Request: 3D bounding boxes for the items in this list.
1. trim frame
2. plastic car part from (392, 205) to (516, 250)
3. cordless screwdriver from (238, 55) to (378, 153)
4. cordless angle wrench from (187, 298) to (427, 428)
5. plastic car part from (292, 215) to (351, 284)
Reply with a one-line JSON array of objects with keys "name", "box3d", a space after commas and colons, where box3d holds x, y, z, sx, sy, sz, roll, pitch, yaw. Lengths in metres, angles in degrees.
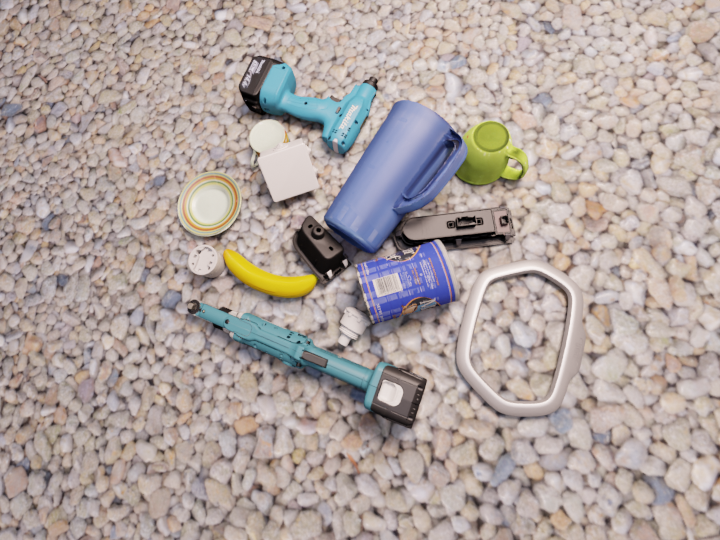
[{"name": "trim frame", "box3d": [0.255, 0.102, 0.668, 0.189, 0.027, 0.250, 15, 77, 14]}, {"name": "plastic car part", "box3d": [0.156, -0.070, 0.713, 0.206, 0.065, 0.067, -7, 84, 10]}, {"name": "cordless screwdriver", "box3d": [-0.099, -0.343, 0.819, 0.254, 0.073, 0.159, 27, 82, 11]}, {"name": "cordless angle wrench", "box3d": [-0.108, 0.130, 0.697, 0.437, 0.094, 0.074, 19, 80, 18]}, {"name": "plastic car part", "box3d": [-0.072, -0.047, 0.732, 0.065, 0.070, 0.120, -35, 75, -24]}]
